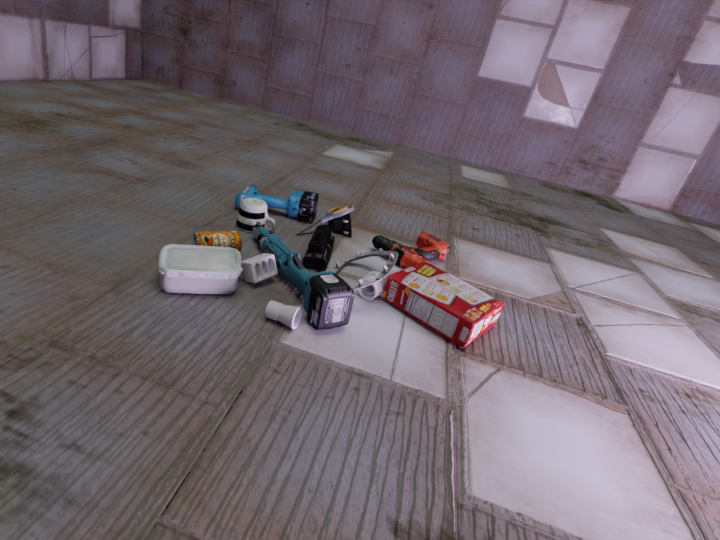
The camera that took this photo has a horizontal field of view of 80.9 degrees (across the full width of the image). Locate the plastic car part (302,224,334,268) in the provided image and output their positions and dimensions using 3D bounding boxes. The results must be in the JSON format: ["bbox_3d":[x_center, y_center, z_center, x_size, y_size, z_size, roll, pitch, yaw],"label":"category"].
[{"bbox_3d":[-0.109,-0.071,1.115,0.067,0.065,0.205,-2,22,6],"label":"plastic car part"}]

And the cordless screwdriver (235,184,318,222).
[{"bbox_3d":[-0.259,-0.224,1.337,0.249,0.073,0.162,8,27,-1],"label":"cordless screwdriver"}]

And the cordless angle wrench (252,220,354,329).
[{"bbox_3d":[-0.162,-0.015,0.965,0.071,0.096,0.448,-4,27,-34],"label":"cordless angle wrench"}]

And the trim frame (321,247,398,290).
[{"bbox_3d":[-0.009,-0.003,0.989,0.190,0.027,0.247,-11,21,23],"label":"trim frame"}]

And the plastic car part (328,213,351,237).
[{"bbox_3d":[-0.064,-0.150,1.296,0.070,0.064,0.120,-5,25,-5],"label":"plastic car part"}]
